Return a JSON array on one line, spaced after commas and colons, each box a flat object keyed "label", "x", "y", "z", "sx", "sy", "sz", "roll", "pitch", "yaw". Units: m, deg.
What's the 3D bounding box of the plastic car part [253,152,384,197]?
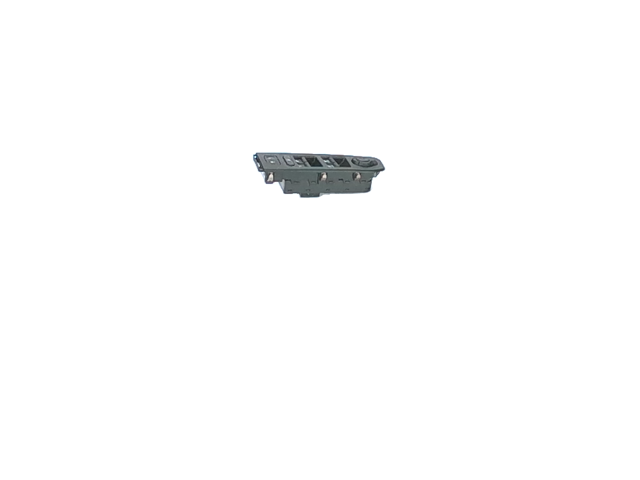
[{"label": "plastic car part", "x": 0.004, "y": -0.098, "z": 0.649, "sx": 0.202, "sy": 0.067, "sz": 0.066, "roll": -6, "pitch": 26, "yaw": -17}]
